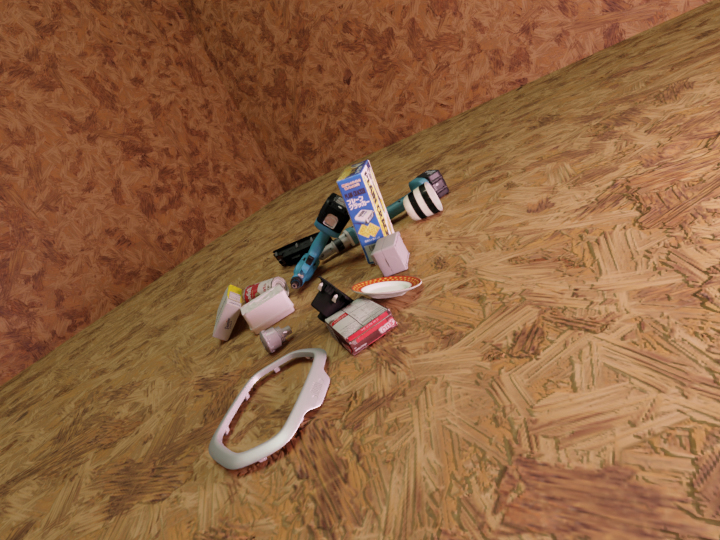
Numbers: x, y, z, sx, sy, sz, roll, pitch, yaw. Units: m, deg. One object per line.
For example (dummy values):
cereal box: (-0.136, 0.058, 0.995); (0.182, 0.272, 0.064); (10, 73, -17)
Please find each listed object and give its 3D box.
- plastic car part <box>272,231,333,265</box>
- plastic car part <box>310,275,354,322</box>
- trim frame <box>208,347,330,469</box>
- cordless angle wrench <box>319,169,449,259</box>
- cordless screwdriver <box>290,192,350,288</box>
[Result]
plastic car part: (-0.186, -0.064, 1.349); (0.206, 0.064, 0.068); (-23, 27, 17)
plastic car part: (-0.056, 0.065, 0.802); (0.071, 0.069, 0.112); (-51, -21, -6)
trim frame: (-0.134, 0.201, 0.650); (0.188, 0.027, 0.249); (-22, 18, 22)
cordless angle wrench: (0.055, -0.151, 1.222); (0.421, 0.072, 0.101); (-33, 17, -5)
cordless screwdriver: (-0.106, -0.069, 1.086); (0.248, 0.074, 0.160); (-58, 4, 29)
